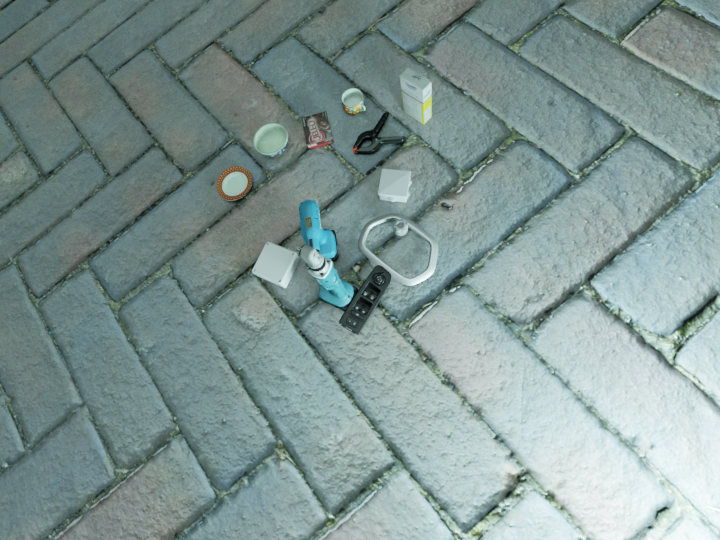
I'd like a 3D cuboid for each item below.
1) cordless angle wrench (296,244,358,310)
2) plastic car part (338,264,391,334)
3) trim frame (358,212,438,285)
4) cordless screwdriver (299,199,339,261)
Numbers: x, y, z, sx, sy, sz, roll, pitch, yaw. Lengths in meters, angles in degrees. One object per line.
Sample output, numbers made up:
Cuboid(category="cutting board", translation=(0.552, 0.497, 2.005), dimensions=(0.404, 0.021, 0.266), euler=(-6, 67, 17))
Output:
Cuboid(category="cordless angle wrench", translation=(-0.081, 0.019, 1.043), dimensions=(0.101, 0.409, 0.074), euler=(23, 78, 13))
Cuboid(category="plastic car part", translation=(0.021, 0.082, 1.184), dimensions=(0.069, 0.065, 0.203), euler=(28, 79, 17))
Cuboid(category="trim frame", translation=(0.109, -0.065, 1.237), dimensions=(0.258, 0.026, 0.184), euler=(38, 83, 21))
Cuboid(category="cordless screwdriver", translation=(-0.115, -0.075, 1.173), dimensions=(0.075, 0.240, 0.163), euler=(-9, 72, 5))
